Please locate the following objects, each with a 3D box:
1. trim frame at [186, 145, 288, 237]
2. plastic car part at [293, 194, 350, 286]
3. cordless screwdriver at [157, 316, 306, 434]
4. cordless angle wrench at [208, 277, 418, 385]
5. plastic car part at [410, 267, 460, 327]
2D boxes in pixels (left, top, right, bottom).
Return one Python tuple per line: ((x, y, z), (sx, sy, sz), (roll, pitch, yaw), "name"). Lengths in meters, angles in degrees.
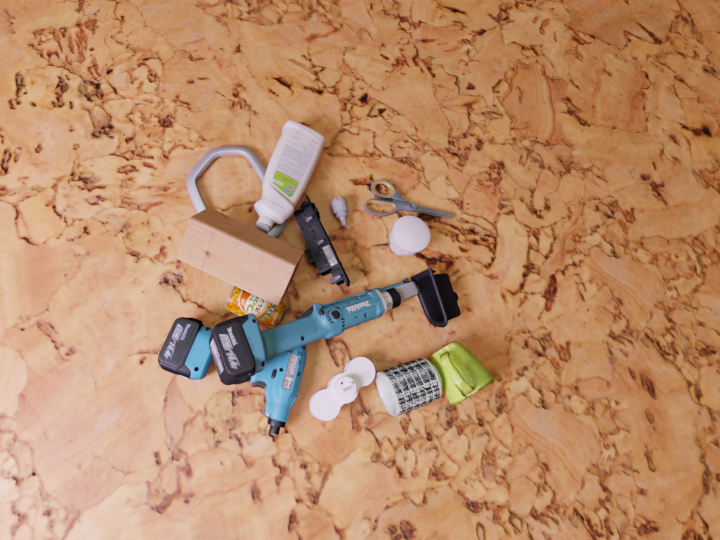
((-0.256, -0.157, 0.889), (0.181, 0.027, 0.255), (-27, 75, -15), "trim frame")
((-0.084, -0.055, 0.862), (0.068, 0.064, 0.207), (-24, 76, 9), "plastic car part")
((-0.228, 0.181, 0.746), (0.246, 0.074, 0.161), (16, 67, -6), "cordless screwdriver")
((-0.056, 0.088, 0.770), (0.409, 0.074, 0.101), (-16, 69, -29), "cordless angle wrench")
((0.163, 0.053, 0.858), (0.068, 0.067, 0.119), (-13, 76, -29), "plastic car part")
